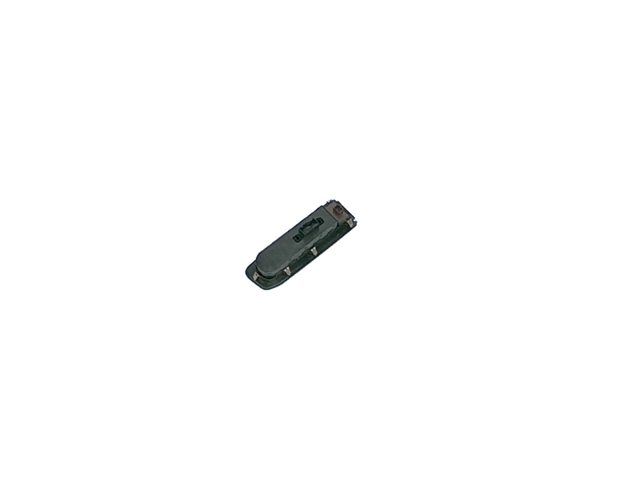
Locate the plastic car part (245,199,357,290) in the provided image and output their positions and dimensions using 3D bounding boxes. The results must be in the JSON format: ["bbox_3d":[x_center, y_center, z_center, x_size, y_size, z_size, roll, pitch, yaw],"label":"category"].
[{"bbox_3d":[-0.030,0.003,0.686,0.202,0.066,0.067,-39,-10,-13],"label":"plastic car part"}]
